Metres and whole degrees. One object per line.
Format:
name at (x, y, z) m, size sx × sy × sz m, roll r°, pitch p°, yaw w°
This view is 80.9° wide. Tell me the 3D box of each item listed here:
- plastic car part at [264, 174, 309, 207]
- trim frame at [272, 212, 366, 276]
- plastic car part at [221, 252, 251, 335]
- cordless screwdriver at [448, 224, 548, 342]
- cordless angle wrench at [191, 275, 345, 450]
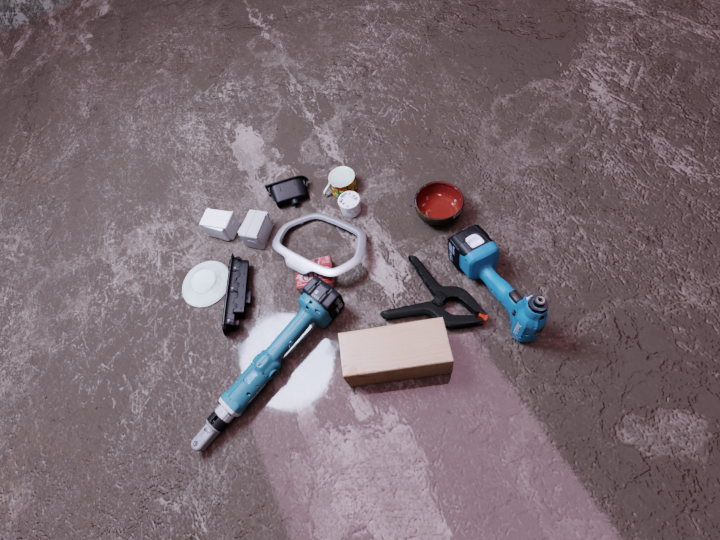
plastic car part at (-0.189, -0.205, 1.132) m, size 0.116 × 0.064 × 0.073 m, roll -15°, pitch 75°, yaw 0°
trim frame at (-0.100, -0.065, 1.022) m, size 0.261 × 0.026 × 0.182 m, roll 25°, pitch 57°, yaw 30°
plastic car part at (-0.294, 0.048, 1.006) m, size 0.067 × 0.064 × 0.210 m, roll -6°, pitch 59°, yaw -4°
cordless screwdriver at (0.274, 0.013, 0.841) m, size 0.074 × 0.152 × 0.261 m, roll -26°, pitch 57°, yaw -6°
cordless angle wrench at (-0.198, 0.199, 0.884) m, size 0.077 × 0.094 × 0.421 m, roll 36°, pitch 77°, yaw 22°
